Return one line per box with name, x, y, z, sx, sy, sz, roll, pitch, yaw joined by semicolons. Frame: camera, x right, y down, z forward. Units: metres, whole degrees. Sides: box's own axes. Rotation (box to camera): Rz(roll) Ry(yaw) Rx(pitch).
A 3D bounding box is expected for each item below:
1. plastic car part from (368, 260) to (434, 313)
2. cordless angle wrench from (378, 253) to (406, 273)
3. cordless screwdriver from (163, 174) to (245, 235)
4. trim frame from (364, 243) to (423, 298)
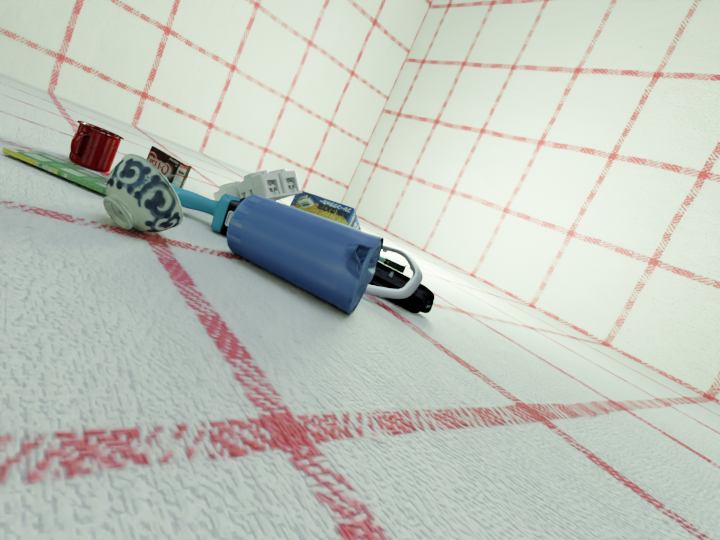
plastic car part;0.062;0.032;0.903;0.207;0.066;0.066;26;19;9
cordless angle wrench;-0.101;-0.066;1.029;0.435;0.074;0.095;24;8;14
cordless screwdriver;-0.319;-0.128;0.816;0.246;0.074;0.162;19;10;-7
trim frame;0.010;-0.015;0.882;0.246;0.027;0.189;9;40;-5
